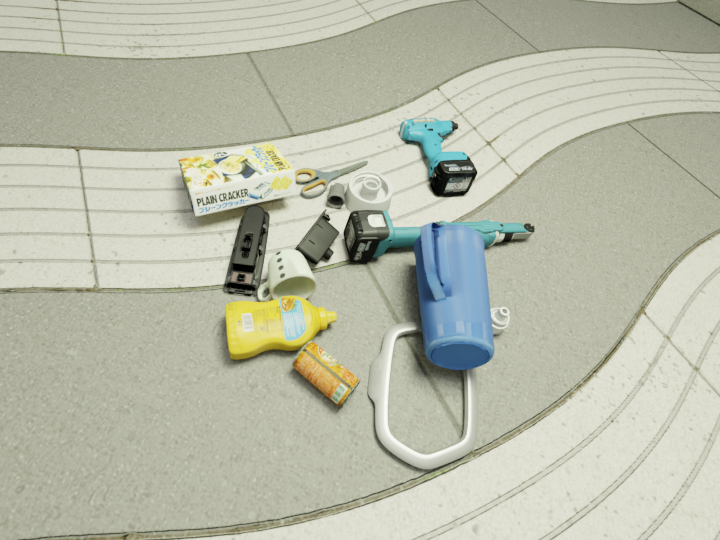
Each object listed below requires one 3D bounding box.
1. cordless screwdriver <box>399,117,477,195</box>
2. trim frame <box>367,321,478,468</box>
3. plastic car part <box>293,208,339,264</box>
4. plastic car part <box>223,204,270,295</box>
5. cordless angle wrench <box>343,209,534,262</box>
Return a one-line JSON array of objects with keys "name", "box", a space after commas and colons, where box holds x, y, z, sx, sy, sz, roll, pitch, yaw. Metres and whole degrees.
[{"name": "cordless screwdriver", "box": [0.213, -0.298, 1.056, 0.156, 0.072, 0.260, -9, 53, -14]}, {"name": "trim frame", "box": [0.106, 0.199, 0.714, 0.184, 0.027, 0.253, 10, 56, -1]}, {"name": "plastic car part", "box": [-0.084, -0.055, 0.856, 0.071, 0.066, 0.117, 32, 59, -4]}, {"name": "plastic car part", "box": [-0.222, -0.053, 0.834, 0.066, 0.065, 0.209, 2, 52, 0]}, {"name": "cordless angle wrench", "box": [0.178, -0.077, 0.890, 0.413, 0.096, 0.077, -3, 56, -15]}]
